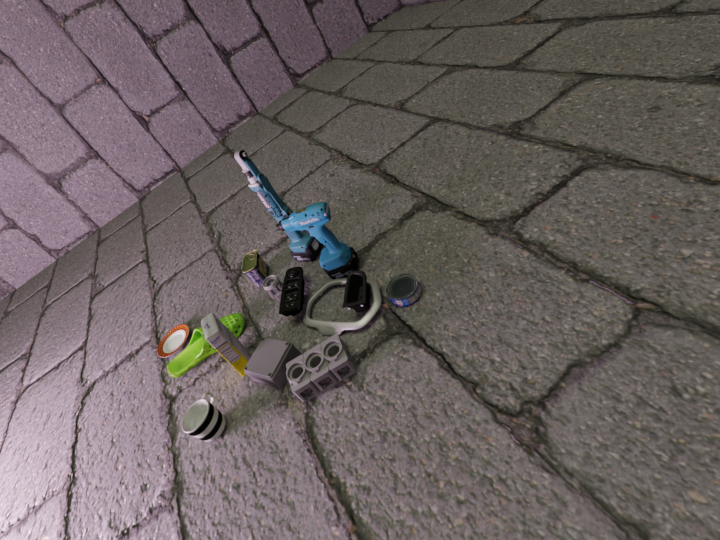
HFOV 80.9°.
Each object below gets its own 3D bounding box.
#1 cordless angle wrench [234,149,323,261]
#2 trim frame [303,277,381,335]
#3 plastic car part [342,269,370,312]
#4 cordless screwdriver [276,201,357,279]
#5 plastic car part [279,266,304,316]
[{"bbox_3d":[-0.257,-0.194,1.298,0.103,0.402,0.074,0,46,38],"label":"cordless angle wrench"},{"bbox_3d":[-0.052,0.093,1.144,0.260,0.026,0.185,-2,48,35],"label":"trim frame"},{"bbox_3d":[0.000,0.062,1.105,0.068,0.067,0.119,-16,40,22],"label":"plastic car part"},{"bbox_3d":[-0.118,-0.077,1.203,0.163,0.236,0.076,-16,38,22],"label":"cordless screwdriver"},{"bbox_3d":[-0.192,0.064,1.249,0.067,0.064,0.210,-24,38,13],"label":"plastic car part"}]
